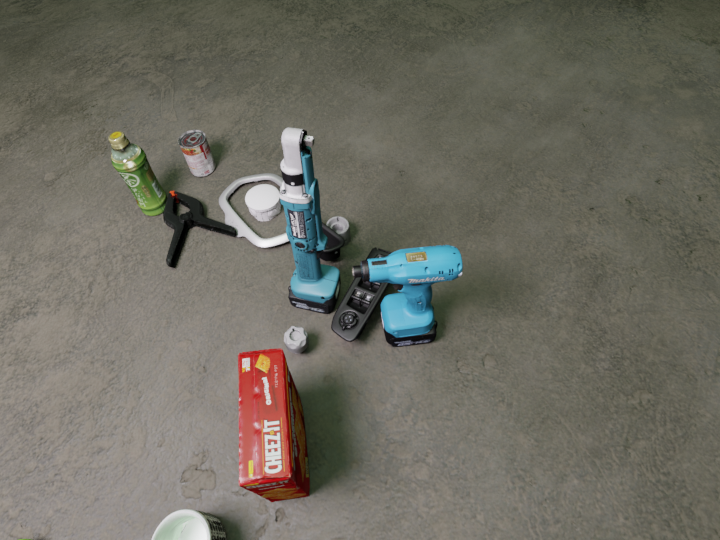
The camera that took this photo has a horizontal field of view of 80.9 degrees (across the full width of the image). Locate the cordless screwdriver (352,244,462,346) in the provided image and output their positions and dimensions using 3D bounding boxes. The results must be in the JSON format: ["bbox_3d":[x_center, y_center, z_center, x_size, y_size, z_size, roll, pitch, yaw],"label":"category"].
[{"bbox_3d":[0.066,0.047,0.711,0.159,0.241,0.077,-4,56,-2],"label":"cordless screwdriver"}]

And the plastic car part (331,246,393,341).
[{"bbox_3d":[0.009,0.052,0.819,0.069,0.065,0.203,23,60,16],"label":"plastic car part"}]

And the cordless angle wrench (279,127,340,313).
[{"bbox_3d":[-0.089,-0.061,0.696,0.100,0.409,0.075,13,57,8],"label":"cordless angle wrench"}]

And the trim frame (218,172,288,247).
[{"bbox_3d":[-0.230,-0.148,0.999,0.182,0.026,0.261,-36,60,-19],"label":"trim frame"}]

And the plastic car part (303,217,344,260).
[{"bbox_3d":[-0.088,-0.058,0.900,0.122,0.068,0.065,37,64,24],"label":"plastic car part"}]
